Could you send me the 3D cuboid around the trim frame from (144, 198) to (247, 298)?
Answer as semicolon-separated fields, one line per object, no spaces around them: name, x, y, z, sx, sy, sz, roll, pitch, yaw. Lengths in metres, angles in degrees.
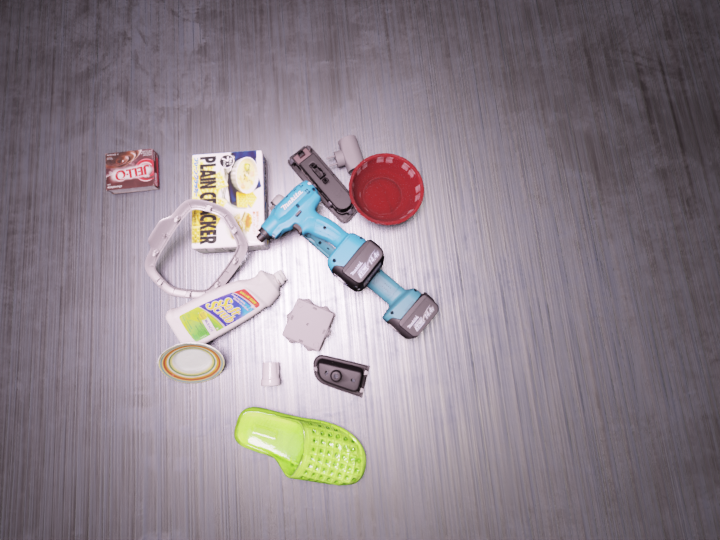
trim frame;-0.348;-0.036;0.883;0.179;0.028;0.250;36;113;-15

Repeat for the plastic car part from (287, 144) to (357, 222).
plastic car part;-0.079;-0.199;0.942;0.066;0.067;0.206;-38;83;-12

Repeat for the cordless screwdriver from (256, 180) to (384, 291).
cordless screwdriver;-0.083;-0.054;0.849;0.257;0.072;0.159;42;82;17

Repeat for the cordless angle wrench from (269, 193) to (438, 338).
cordless angle wrench;-0.029;-0.027;0.903;0.432;0.073;0.098;40;83;11

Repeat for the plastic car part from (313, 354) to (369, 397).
plastic car part;-0.042;0.213;0.858;0.117;0.070;0.066;15;80;1
